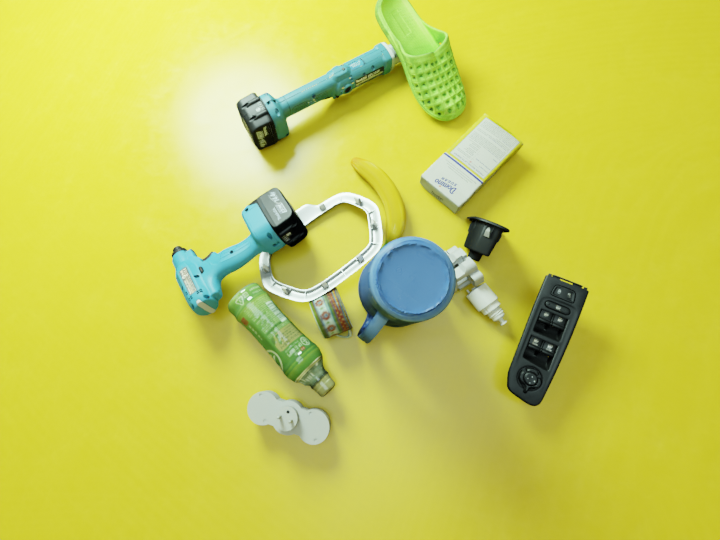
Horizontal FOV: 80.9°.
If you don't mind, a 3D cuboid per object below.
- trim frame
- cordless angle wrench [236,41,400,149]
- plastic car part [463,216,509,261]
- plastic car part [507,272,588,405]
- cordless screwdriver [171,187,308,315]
[{"bbox_3d":[-0.074,-0.049,0.759,0.248,0.026,0.194,-38,53,-2],"label":"trim frame"},{"bbox_3d":[-0.040,-0.380,0.847,0.420,0.096,0.076,-30,79,-7],"label":"cordless angle wrench"},{"bbox_3d":[0.205,-0.051,0.719,0.067,0.115,0.070,23,102,8],"label":"plastic car part"},{"bbox_3d":[0.286,0.110,0.677,0.067,0.066,0.203,24,82,2],"label":"plastic car part"},{"bbox_3d":[-0.229,-0.051,0.766,0.248,0.070,0.168,-39,57,-1],"label":"cordless screwdriver"}]
